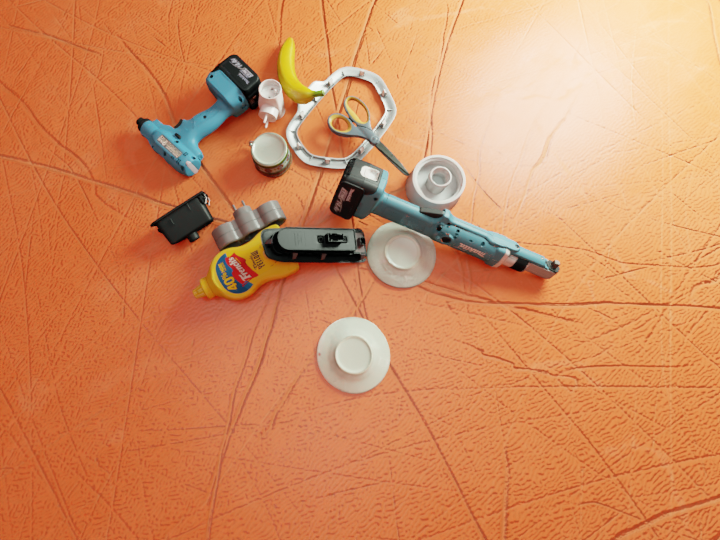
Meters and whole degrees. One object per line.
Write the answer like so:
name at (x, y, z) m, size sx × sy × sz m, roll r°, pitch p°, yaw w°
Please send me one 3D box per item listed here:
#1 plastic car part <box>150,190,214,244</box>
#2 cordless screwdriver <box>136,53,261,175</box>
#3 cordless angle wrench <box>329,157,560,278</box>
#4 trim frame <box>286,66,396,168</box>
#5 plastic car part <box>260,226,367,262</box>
plastic car part at (-0.325, -0.091, 0.799) m, size 0.116 × 0.067 × 0.070 m, roll -37°, pitch 95°, yaw -5°
cordless screwdriver at (-0.321, -0.324, 0.848) m, size 0.162 × 0.073 × 0.248 m, roll 40°, pitch 84°, yaw 9°
cordless angle wrench at (0.156, -0.075, 0.762) m, size 0.422 × 0.097 × 0.075 m, roll 23°, pitch 50°, yaw -1°
trim frame at (-0.040, -0.315, 0.862) m, size 0.188 × 0.027 × 0.248 m, roll 37°, pitch 81°, yaw 10°
plastic car part at (-0.073, -0.047, 0.743) m, size 0.196 × 0.069 × 0.067 m, roll -1°, pitch 84°, yaw -22°
